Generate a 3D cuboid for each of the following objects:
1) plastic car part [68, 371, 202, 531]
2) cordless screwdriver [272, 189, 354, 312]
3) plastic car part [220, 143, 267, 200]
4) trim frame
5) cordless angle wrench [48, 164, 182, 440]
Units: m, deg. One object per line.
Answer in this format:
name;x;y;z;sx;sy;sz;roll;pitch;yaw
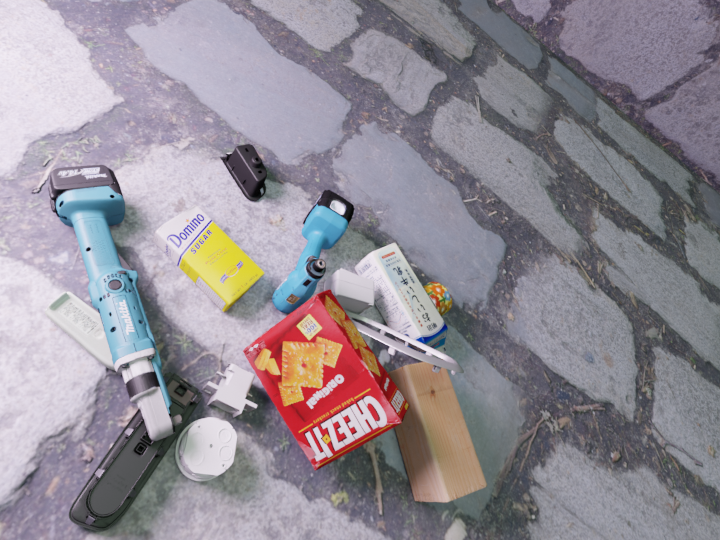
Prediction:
plastic car part;-0.285;0.232;0.554;0.065;0.068;0.203;39;53;-15
cordless screwdriver;-0.076;-0.050;0.775;0.073;0.161;0.251;31;50;-14
plastic car part;-0.221;-0.207;0.848;0.064;0.071;0.119;-23;73;-36
trim frame;0.054;0.118;0.719;0.175;0.262;0.027;20;90;-58
cordless angle wrench;-0.348;0.031;0.601;0.094;0.074;0.438;-14;64;-36
